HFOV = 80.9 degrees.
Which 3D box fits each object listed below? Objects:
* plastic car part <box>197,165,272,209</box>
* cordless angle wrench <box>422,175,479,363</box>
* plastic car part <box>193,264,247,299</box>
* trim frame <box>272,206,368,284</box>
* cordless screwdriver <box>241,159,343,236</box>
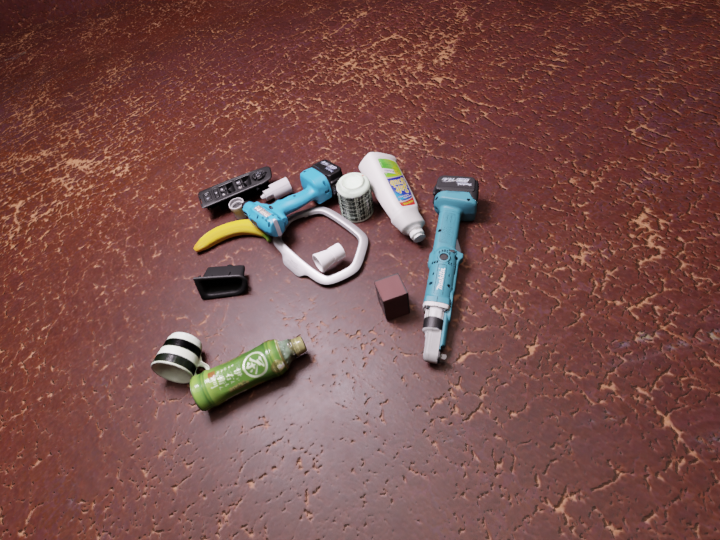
[{"bbox_3d":[-0.321,-0.209,1.117,0.202,0.064,0.070,-27,47,-3],"label":"plastic car part"},{"bbox_3d":[0.173,-0.015,0.865,0.101,0.071,0.429,6,59,16],"label":"cordless angle wrench"},{"bbox_3d":[-0.310,0.016,0.964,0.117,0.063,0.073,-8,39,3],"label":"plastic car part"},{"bbox_3d":[-0.097,-0.063,0.987,0.182,0.026,0.261,-42,58,-18],"label":"trim frame"},{"bbox_3d":[-0.168,-0.186,1.047,0.245,0.071,0.169,-37,46,-21],"label":"cordless screwdriver"}]
